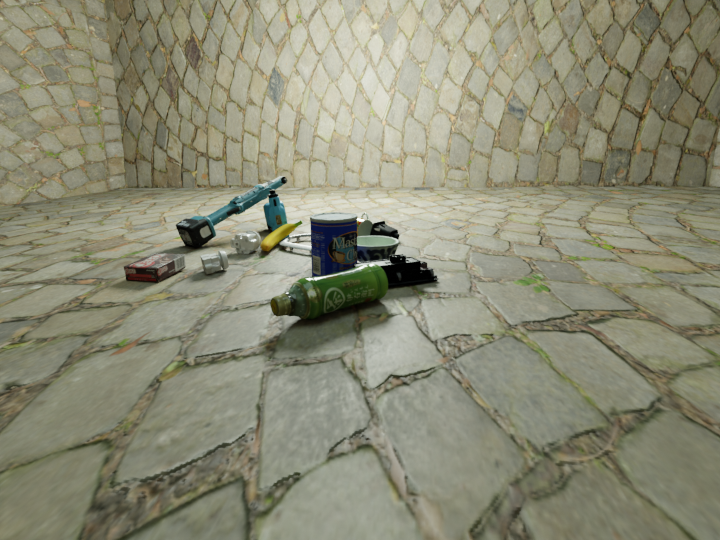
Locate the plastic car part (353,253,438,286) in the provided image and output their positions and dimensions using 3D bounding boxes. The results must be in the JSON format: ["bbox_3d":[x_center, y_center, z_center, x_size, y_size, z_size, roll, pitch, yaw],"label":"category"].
[{"bbox_3d":[0.063,0.003,0.883,0.198,0.065,0.070,-10,24,-20],"label":"plastic car part"}]

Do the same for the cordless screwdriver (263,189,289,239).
[{"bbox_3d":[-0.285,-0.198,1.415,0.073,0.156,0.257,-13,16,-11],"label":"cordless screwdriver"}]

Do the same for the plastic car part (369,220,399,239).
[{"bbox_3d":[0.080,-0.110,1.277,0.074,0.065,0.113,23,21,23],"label":"plastic car part"}]

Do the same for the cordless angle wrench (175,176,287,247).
[{"bbox_3d":[-0.396,-0.213,1.377,0.103,0.071,0.416,11,40,40],"label":"cordless angle wrench"}]

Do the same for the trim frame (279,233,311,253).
[{"bbox_3d":[-0.120,-0.079,1.231,0.261,0.027,0.178,8,20,36],"label":"trim frame"}]
